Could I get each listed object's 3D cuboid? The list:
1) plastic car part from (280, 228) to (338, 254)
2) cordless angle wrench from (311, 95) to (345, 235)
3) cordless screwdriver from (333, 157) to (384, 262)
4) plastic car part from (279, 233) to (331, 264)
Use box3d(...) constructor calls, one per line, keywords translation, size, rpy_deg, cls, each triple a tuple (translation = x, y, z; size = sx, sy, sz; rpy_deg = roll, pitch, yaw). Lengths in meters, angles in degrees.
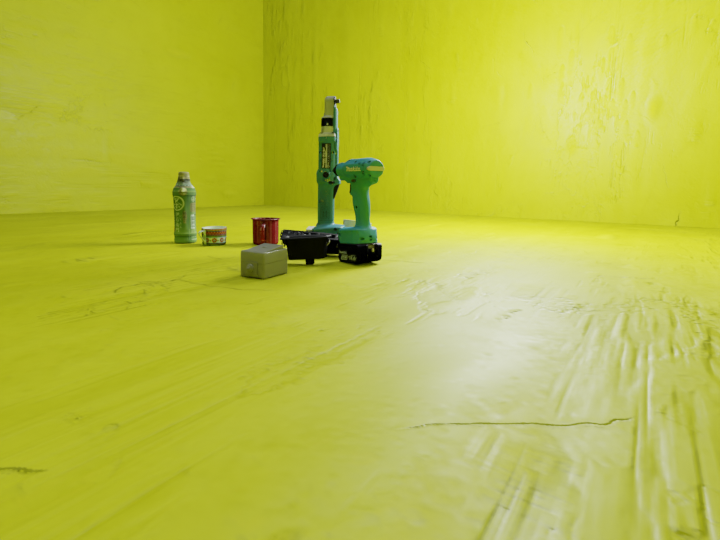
box3d(translation=(-0.108, -0.071, 1.109), size=(0.202, 0.066, 0.067), rpy_deg=(1, 9, -2), cls="plastic car part")
box3d(translation=(-0.089, -0.261, 1.166), size=(0.100, 0.419, 0.073), rpy_deg=(3, 8, 10), cls="cordless angle wrench")
box3d(translation=(-0.016, -0.145, 1.029), size=(0.071, 0.246, 0.168), rpy_deg=(-5, 11, -37), cls="cordless screwdriver")
box3d(translation=(-0.126, -0.049, 0.987), size=(0.117, 0.070, 0.066), rpy_deg=(1, 9, 2), cls="plastic car part")
